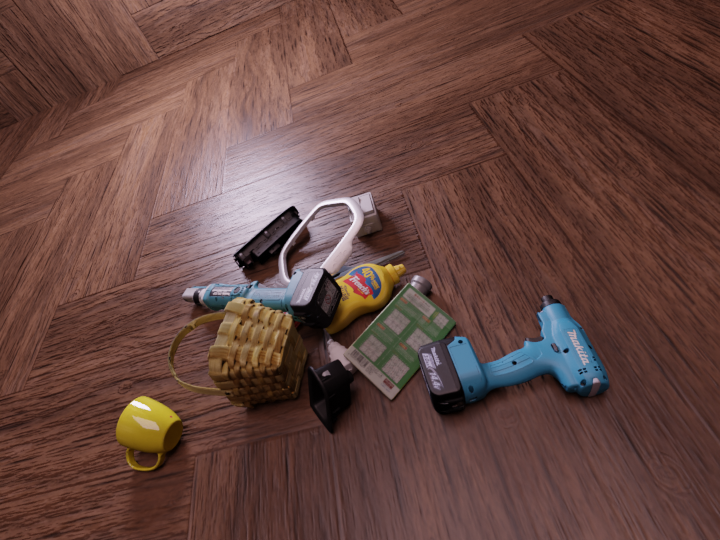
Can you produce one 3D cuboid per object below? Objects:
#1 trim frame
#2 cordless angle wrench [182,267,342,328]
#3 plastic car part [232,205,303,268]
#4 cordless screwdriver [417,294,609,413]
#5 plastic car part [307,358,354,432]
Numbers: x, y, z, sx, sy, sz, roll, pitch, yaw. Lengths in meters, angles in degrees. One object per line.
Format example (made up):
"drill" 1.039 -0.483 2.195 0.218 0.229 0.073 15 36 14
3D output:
"trim frame" -0.091 -0.060 0.935 0.248 0.026 0.195 -51 44 -3
"cordless angle wrench" -0.235 0.054 0.868 0.442 0.070 0.099 -2 50 36
"plastic car part" -0.212 -0.078 1.018 0.070 0.063 0.202 31 68 28
"cordless screwdriver" 0.216 0.126 0.653 0.252 0.071 0.165 -13 48 9
"plastic car part" -0.044 0.194 0.693 0.069 0.113 0.070 -22 42 -30
